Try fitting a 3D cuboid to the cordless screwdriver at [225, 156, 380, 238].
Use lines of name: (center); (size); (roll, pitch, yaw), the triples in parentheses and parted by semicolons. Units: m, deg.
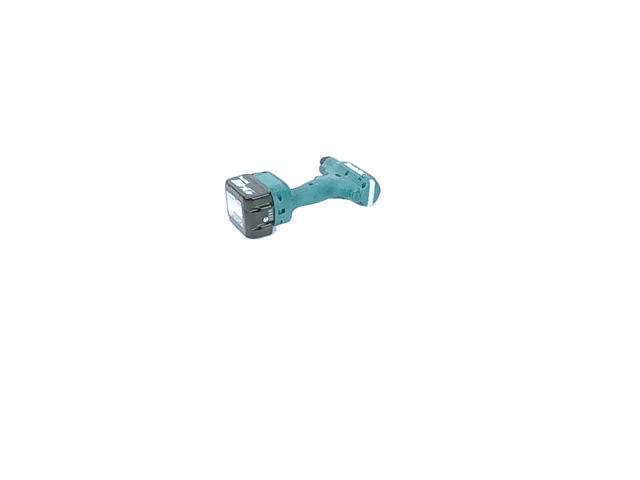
cordless screwdriver: (-0.039, -0.091, 0.729); (0.247, 0.074, 0.160); (-16, 37, -25)
